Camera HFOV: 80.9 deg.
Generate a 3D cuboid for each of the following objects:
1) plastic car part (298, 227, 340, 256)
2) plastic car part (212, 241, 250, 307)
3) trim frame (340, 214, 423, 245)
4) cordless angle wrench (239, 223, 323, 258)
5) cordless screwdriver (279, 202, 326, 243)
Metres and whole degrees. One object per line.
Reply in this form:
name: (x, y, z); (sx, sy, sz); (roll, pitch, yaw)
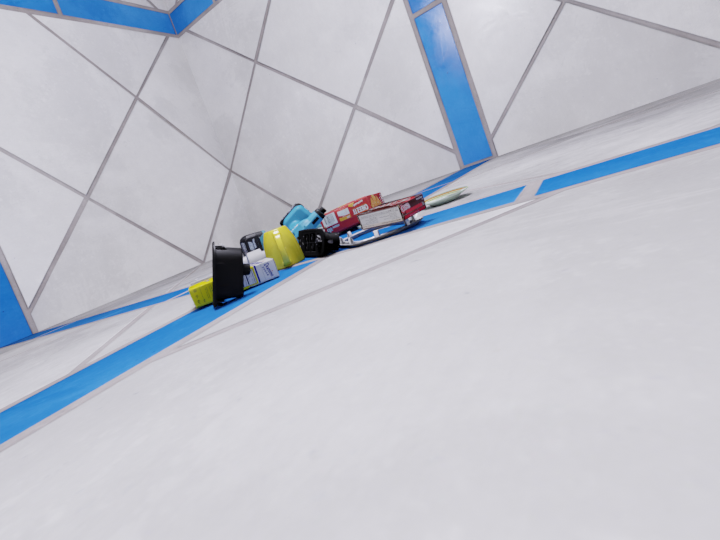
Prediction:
plastic car part: (-0.096, -0.063, 0.979); (0.065, 0.066, 0.208); (4, 1, -18)
plastic car part: (-0.238, 0.006, 0.776); (0.069, 0.117, 0.068); (2, -1, -20)
trim frame: (0.038, -0.093, 0.947); (0.182, 0.027, 0.254); (-22, 9, -13)
cordless angle wrench: (-0.188, -0.124, 1.412); (0.411, 0.097, 0.077); (-21, 6, -27)
cordless screwdriver: (-0.166, -0.142, 1.232); (0.159, 0.072, 0.256); (-47, 20, 8)
